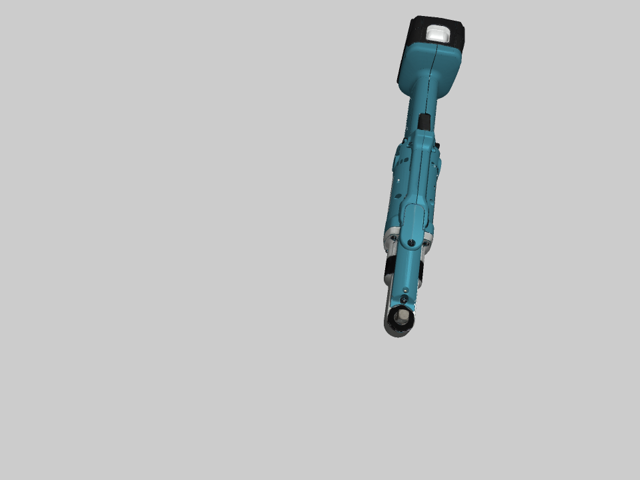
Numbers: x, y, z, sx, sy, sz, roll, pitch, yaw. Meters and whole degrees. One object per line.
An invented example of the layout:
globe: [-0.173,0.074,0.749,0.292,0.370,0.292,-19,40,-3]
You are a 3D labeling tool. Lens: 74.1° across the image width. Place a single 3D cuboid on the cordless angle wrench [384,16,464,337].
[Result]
cordless angle wrench: [0.115,-0.091,0.505,0.074,0.421,0.098,11,-26,4]
